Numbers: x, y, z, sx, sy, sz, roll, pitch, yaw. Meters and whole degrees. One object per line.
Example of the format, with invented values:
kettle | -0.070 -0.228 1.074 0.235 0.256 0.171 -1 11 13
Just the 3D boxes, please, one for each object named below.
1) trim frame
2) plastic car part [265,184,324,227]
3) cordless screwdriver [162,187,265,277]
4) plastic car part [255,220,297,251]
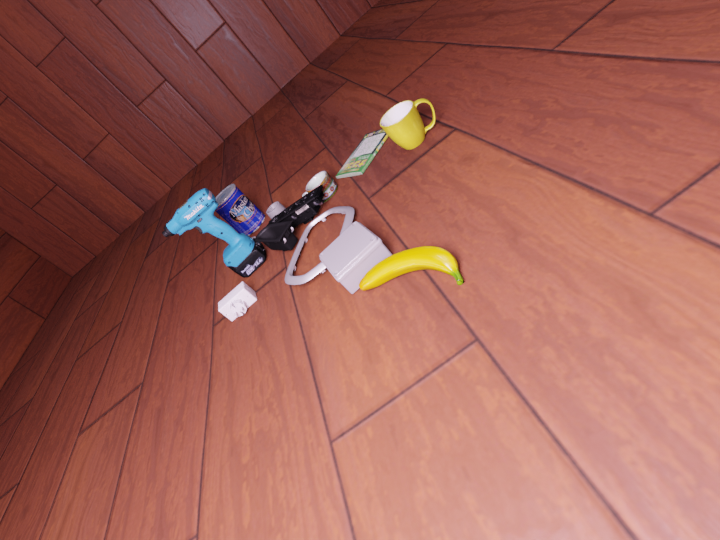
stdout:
trim frame | -0.094 -0.062 0.965 0.190 0.026 0.253 -20 39 33
plastic car part | -0.168 -0.148 1.110 0.209 0.064 0.068 -22 36 31
cordless screwdriver | -0.372 -0.078 1.092 0.160 0.237 0.077 -39 29 8
plastic car part | -0.203 -0.077 1.064 0.122 0.067 0.066 -2 49 47
